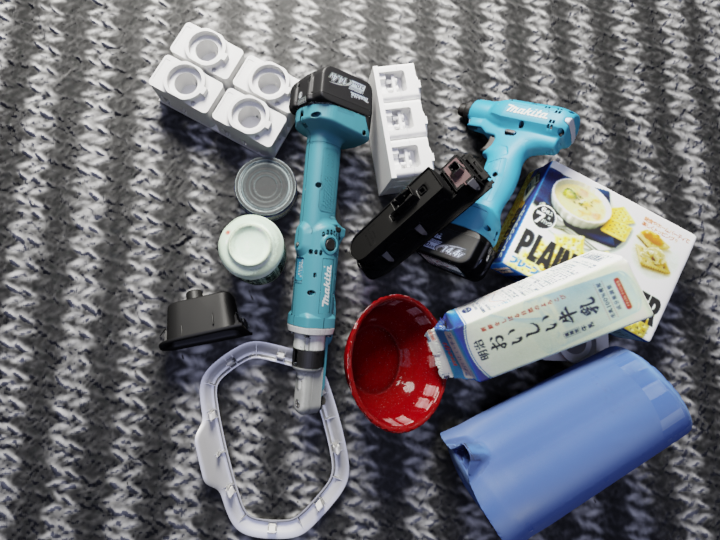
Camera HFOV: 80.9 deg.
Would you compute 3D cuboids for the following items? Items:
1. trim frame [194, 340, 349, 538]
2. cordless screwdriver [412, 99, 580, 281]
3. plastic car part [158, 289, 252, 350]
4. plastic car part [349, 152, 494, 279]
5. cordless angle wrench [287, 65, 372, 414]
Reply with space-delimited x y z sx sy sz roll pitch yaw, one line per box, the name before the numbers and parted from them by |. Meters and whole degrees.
trim frame | -0.116 0.215 0.544 0.183 0.027 0.250 -15 85 -4
cordless screwdriver | 0.152 -0.121 0.568 0.168 0.070 0.249 30 87 38
plastic car part | -0.207 0.059 0.550 0.116 0.064 0.073 -9 69 -2
plastic car part | 0.059 -0.063 0.522 0.205 0.063 0.069 -44 53 28
cordless angle wrench | -0.052 -0.034 0.536 0.093 0.078 0.424 8 85 -39
